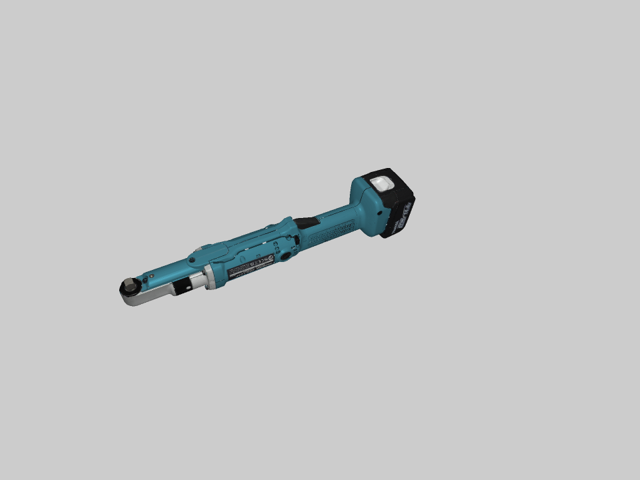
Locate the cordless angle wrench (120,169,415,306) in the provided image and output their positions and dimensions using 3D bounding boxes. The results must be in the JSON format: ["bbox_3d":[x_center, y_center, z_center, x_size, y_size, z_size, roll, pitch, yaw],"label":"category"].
[{"bbox_3d":[-0.059,0.002,0.598,0.422,0.074,0.098,-21,-34,-23],"label":"cordless angle wrench"}]
